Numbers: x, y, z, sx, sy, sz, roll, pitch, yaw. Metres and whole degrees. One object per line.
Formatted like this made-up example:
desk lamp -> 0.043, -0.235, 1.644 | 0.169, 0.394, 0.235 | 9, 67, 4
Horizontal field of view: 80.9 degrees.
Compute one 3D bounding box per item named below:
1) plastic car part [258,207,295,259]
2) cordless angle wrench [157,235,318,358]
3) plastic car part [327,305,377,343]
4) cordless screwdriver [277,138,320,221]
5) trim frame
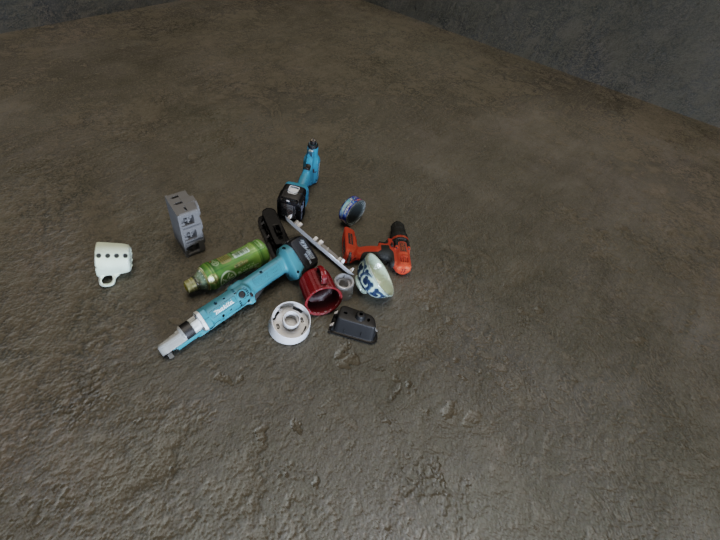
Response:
plastic car part -> -0.238, -0.105, 1.179 | 0.065, 0.065, 0.214 | -19, 49, -16
cordless angle wrench -> -0.286, 0.059, 1.002 | 0.416, 0.077, 0.097 | -38, 100, -28
plastic car part -> -0.011, 0.119, 0.985 | 0.119, 0.069, 0.066 | 15, 48, 10
cordless screwdriver -> -0.177, -0.275, 1.278 | 0.075, 0.155, 0.252 | 15, 49, 3
trim frame -> -0.108, -0.070, 1.100 | 0.259, 0.176, 0.027 | 38, 87, 23
